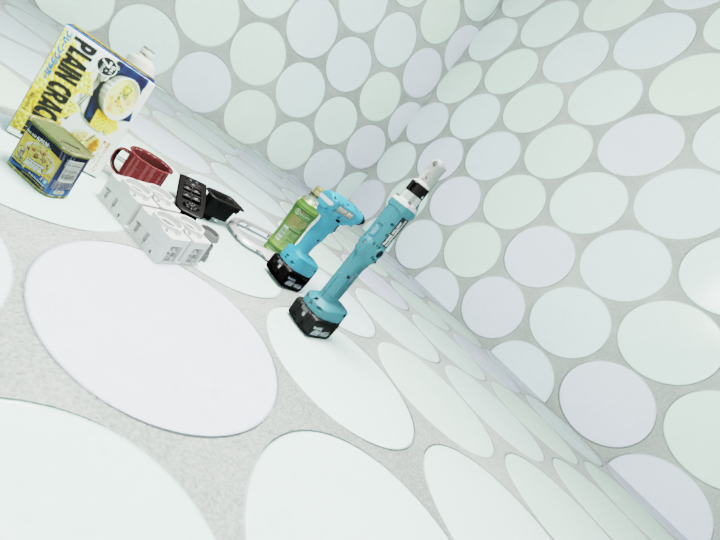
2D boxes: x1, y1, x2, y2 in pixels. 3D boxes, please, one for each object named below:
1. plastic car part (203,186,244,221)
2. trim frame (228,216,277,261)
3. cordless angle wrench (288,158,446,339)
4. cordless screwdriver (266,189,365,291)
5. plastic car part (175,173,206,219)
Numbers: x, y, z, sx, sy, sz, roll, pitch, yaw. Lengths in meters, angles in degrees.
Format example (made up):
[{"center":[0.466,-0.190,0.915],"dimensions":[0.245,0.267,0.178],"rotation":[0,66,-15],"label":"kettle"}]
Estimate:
[{"center":[-0.352,-0.154,1.033],"dimensions":[0.069,0.071,0.112],"rotation":[42,11,20],"label":"plastic car part"},{"center":[-0.252,-0.071,1.138],"dimensions":[0.235,0.027,0.194],"rotation":[29,13,-40],"label":"trim frame"},{"center":[0.021,-0.045,0.835],"dimensions":[0.078,0.424,0.092],"rotation":[47,13,34],"label":"cordless angle wrench"},{"center":[-0.098,-0.064,1.005],"dimensions":[0.078,0.249,0.150],"rotation":[47,13,34],"label":"cordless screwdriver"},{"center":[-0.381,-0.149,0.927],"dimensions":[0.063,0.067,0.213],"rotation":[32,12,-32],"label":"plastic car part"}]
